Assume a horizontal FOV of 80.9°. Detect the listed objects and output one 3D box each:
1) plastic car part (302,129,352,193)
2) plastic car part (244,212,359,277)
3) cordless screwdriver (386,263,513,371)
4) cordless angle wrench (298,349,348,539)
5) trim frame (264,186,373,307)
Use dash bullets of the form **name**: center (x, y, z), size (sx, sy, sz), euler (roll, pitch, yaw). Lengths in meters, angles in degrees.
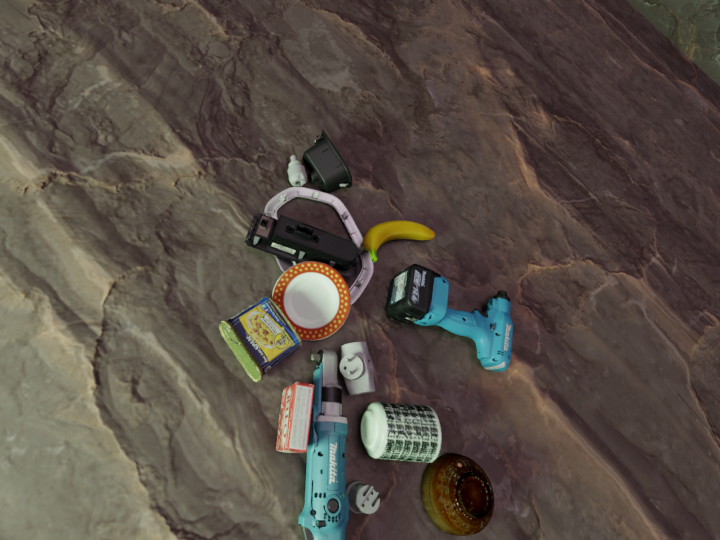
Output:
- **plastic car part**: center (-0.073, -0.203, 0.831), size (0.070, 0.066, 0.118), euler (-28, 82, -16)
- **plastic car part**: center (-0.087, -0.049, 0.719), size (0.198, 0.067, 0.067), euler (22, 53, -14)
- **cordless screwdriver**: center (0.178, 0.065, 0.783), size (0.243, 0.075, 0.161), euler (27, 58, -12)
- **cordless angle wrench**: center (-0.048, 0.319, 0.572), size (0.095, 0.075, 0.434), euler (10, 60, -19)
- **trim frame**: center (-0.075, -0.049, 0.769), size (0.179, 0.028, 0.254), euler (-19, 75, -27)
